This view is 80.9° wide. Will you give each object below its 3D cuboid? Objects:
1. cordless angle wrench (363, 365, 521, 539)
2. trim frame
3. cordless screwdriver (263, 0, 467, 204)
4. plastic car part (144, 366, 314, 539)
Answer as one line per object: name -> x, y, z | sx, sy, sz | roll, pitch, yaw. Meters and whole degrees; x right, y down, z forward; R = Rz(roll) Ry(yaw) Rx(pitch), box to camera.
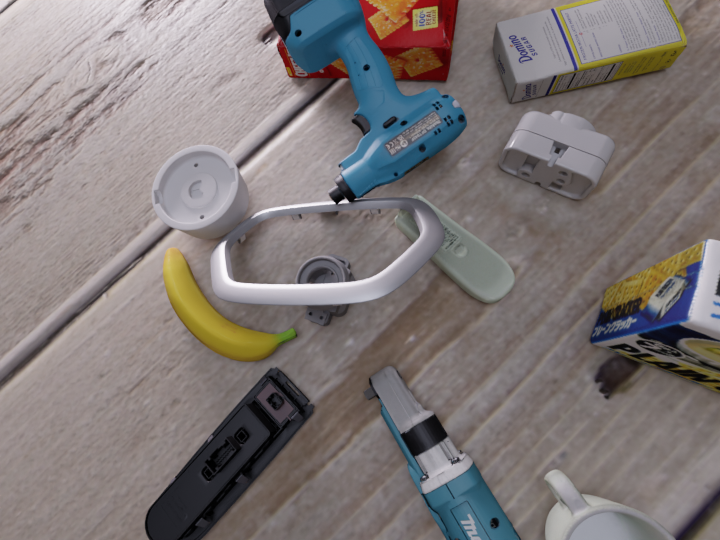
cordless angle wrench -> 0.130, 0.270, 0.338 | 0.098, 0.071, 0.440 | -36, 67, 8
trim frame -> -0.042, -0.028, 0.433 | 0.256, 0.026, 0.187 | -4, 40, 20
cordless screwdriver -> -0.021, -0.205, 0.463 | 0.160, 0.073, 0.252 | -35, 82, 7
plastic car part -> -0.138, 0.195, 0.421 | 0.068, 0.066, 0.203 | 41, 87, 10
